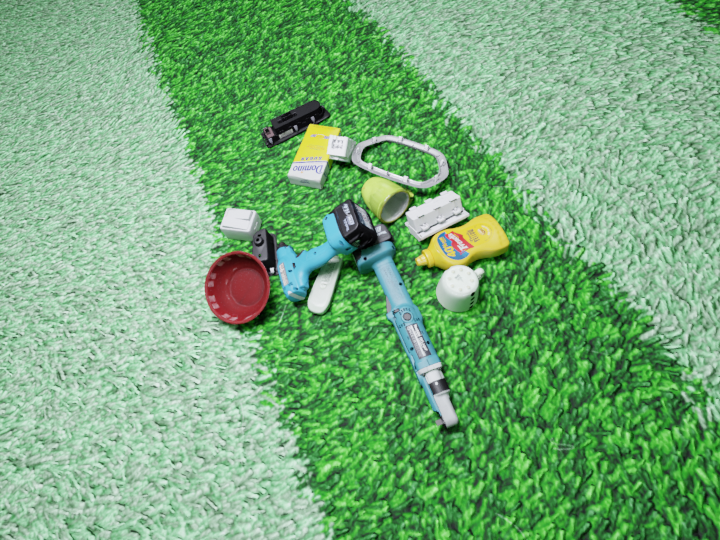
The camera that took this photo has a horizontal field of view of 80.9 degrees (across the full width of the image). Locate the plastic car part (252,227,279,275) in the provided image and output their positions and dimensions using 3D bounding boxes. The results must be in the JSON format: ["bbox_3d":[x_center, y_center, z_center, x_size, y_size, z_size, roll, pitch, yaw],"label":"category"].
[{"bbox_3d":[-0.233,-0.050,1.003,0.066,0.068,0.120,-9,65,4],"label":"plastic car part"}]

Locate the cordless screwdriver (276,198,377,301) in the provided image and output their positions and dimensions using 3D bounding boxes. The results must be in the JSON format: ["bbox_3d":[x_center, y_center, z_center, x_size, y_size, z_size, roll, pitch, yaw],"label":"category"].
[{"bbox_3d":[-0.091,-0.060,0.935,0.252,0.070,0.166,-38,50,21],"label":"cordless screwdriver"}]

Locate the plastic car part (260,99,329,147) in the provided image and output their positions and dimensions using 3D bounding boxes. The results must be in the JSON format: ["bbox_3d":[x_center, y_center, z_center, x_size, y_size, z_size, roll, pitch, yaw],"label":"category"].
[{"bbox_3d":[-0.187,-0.425,1.194,0.202,0.064,0.069,-25,56,-6],"label":"plastic car part"}]

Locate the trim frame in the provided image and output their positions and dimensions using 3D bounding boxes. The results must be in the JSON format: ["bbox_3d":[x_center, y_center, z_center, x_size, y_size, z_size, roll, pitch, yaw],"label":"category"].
[{"bbox_3d":[0.099,-0.277,1.056,0.258,0.027,0.183,26,56,21],"label":"trim frame"}]

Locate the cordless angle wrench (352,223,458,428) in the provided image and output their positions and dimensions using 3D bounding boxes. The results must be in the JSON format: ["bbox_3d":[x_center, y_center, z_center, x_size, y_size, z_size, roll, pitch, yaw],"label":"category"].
[{"bbox_3d":[0.093,0.101,0.866,0.098,0.071,0.439,-22,64,-2],"label":"cordless angle wrench"}]
